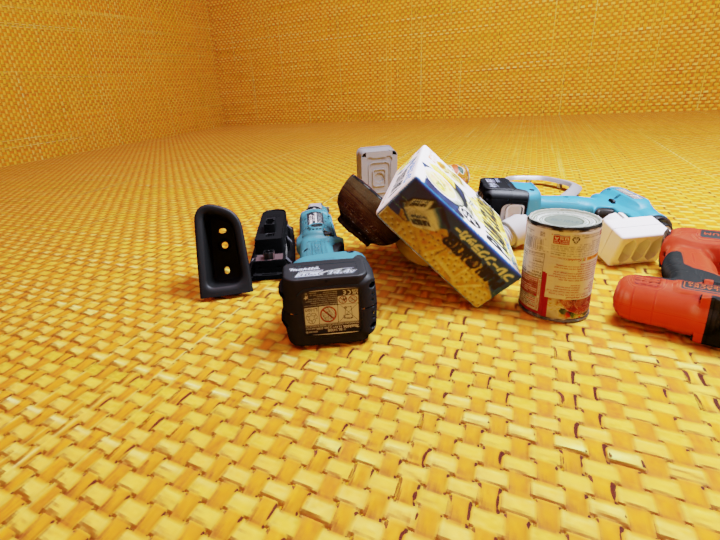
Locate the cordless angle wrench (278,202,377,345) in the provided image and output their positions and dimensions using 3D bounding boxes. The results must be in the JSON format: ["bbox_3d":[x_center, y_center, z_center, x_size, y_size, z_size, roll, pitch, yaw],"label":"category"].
[{"bbox_3d":[-0.059,-0.039,0.604,0.097,0.073,0.435,-6,22,-6],"label":"cordless angle wrench"}]

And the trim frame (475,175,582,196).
[{"bbox_3d":[0.335,-0.161,0.859,0.194,0.027,0.242,15,32,35],"label":"trim frame"}]

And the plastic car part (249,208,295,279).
[{"bbox_3d":[-0.138,-0.051,0.655,0.066,0.065,0.208,-12,22,-2],"label":"plastic car part"}]

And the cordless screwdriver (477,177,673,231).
[{"bbox_3d":[0.315,-0.091,0.654,0.252,0.073,0.161,3,24,6],"label":"cordless screwdriver"}]

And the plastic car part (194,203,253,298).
[{"bbox_3d":[-0.181,-0.027,0.559,0.065,0.117,0.072,-7,-2,-11],"label":"plastic car part"}]
